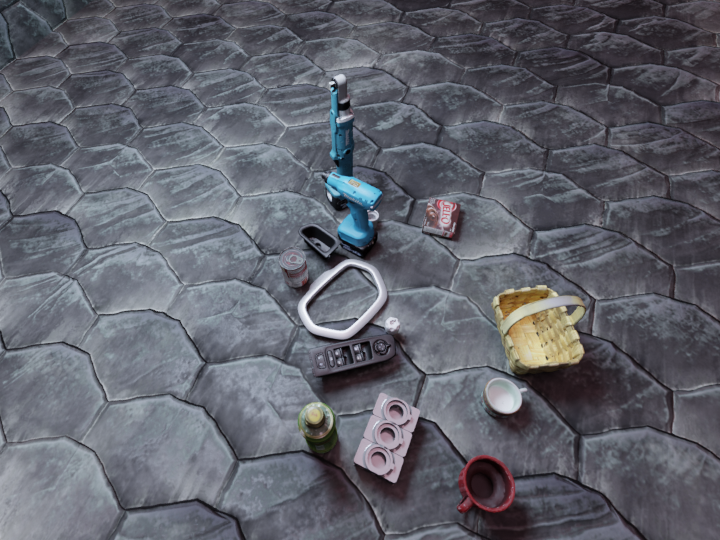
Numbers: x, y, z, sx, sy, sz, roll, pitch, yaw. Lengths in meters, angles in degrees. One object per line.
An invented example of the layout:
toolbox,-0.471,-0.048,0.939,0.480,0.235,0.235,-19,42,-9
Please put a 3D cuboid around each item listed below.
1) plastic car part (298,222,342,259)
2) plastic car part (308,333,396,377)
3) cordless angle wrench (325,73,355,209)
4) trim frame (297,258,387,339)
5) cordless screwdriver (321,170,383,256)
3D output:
plastic car part,-0.113,-0.074,1.157,0.122,0.068,0.065,37,66,23
plastic car part,-0.015,0.199,0.978,0.202,0.065,0.069,-13,59,-4
cordless angle wrench,-0.047,-0.324,1.108,0.096,0.410,0.078,-26,63,-15
trim frame,-0.045,0.070,1.085,0.192,0.026,0.246,36,67,23
cordless screwdriver,-0.027,-0.149,1.095,0.165,0.241,0.074,31,63,18
